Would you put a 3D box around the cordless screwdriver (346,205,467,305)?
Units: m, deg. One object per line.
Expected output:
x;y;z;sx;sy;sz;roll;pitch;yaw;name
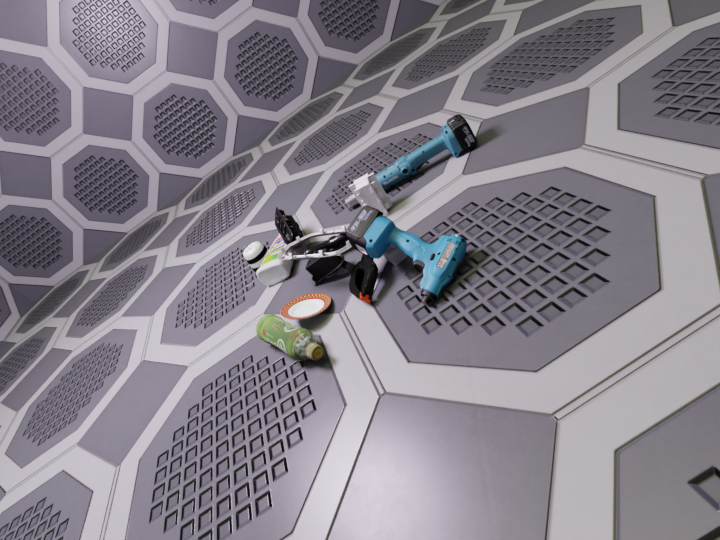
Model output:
0.083;-0.037;0.918;0.261;0.071;0.159;24;73;28;cordless screwdriver

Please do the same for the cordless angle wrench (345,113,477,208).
0.133;-0.311;1.278;0.430;0.093;0.077;-29;34;19;cordless angle wrench

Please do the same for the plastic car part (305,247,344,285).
-0.102;-0.023;1.119;0.118;0.069;0.067;-38;25;40;plastic car part

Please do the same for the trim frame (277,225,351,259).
-0.108;-0.071;1.106;0.260;0.026;0.182;-1;31;33;trim frame

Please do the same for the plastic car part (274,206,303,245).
-0.224;-0.130;1.331;0.213;0.065;0.065;-123;44;-55;plastic car part
